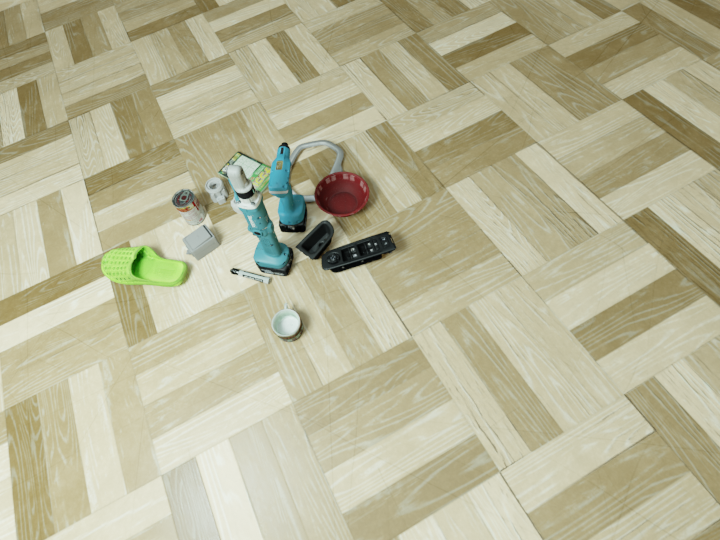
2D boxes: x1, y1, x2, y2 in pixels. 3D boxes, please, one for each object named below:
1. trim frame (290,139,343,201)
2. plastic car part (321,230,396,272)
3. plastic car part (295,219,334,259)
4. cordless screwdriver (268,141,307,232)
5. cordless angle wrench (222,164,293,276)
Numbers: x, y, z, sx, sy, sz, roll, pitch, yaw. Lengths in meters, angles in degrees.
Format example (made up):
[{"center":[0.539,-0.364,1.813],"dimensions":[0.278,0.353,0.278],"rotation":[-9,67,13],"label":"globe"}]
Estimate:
[{"center":[-0.151,-0.317,1.336],"dimensions":[0.189,0.026,0.250],"rotation":[15,65,15],"label":"trim frame"},{"center":[-0.009,-0.043,1.147],"dimensions":[0.202,0.065,0.069],"rotation":[-16,62,-2],"label":"plastic car part"},{"center":[-0.115,-0.075,1.176],"dimensions":[0.069,0.068,0.116],"rotation":[35,71,20],"label":"plastic car part"},{"center":[-0.199,-0.220,1.167],"dimensions":[0.075,0.240,0.163],"rotation":[0,63,3],"label":"cordless screwdriver"},{"center":[-0.242,-0.111,1.017],"dimensions":[0.100,0.409,0.075],"rotation":[10,64,7],"label":"cordless angle wrench"}]
